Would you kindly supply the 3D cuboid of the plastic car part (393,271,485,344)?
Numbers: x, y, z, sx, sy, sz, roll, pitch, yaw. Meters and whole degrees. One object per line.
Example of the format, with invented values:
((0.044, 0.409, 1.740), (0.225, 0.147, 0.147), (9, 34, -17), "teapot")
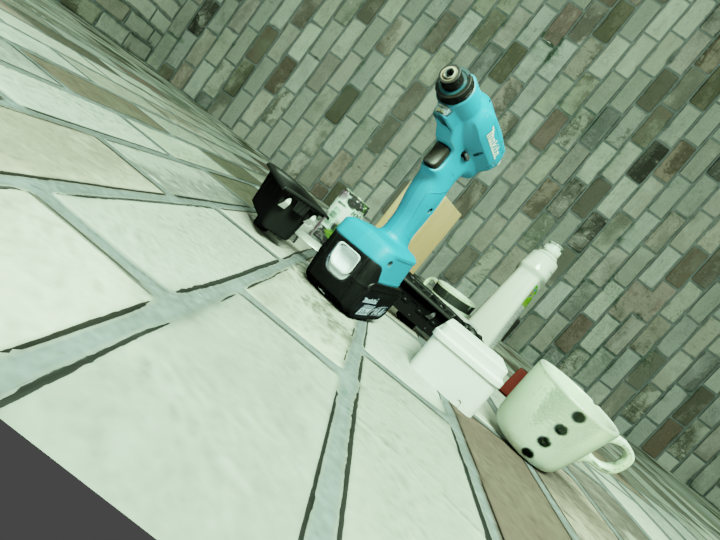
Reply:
((0.099, 0.063, 0.613), (0.200, 0.067, 0.067), (37, 7, -7), "plastic car part")

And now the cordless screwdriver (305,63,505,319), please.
((0.043, -0.069, 0.423), (0.078, 0.249, 0.151), (42, 8, 28), "cordless screwdriver")

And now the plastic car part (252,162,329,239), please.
((-0.097, -0.076, 0.502), (0.062, 0.071, 0.123), (34, 8, -35), "plastic car part")

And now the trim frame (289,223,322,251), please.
((-0.063, -0.041, 0.640), (0.184, 0.027, 0.248), (38, 6, -2), "trim frame")
